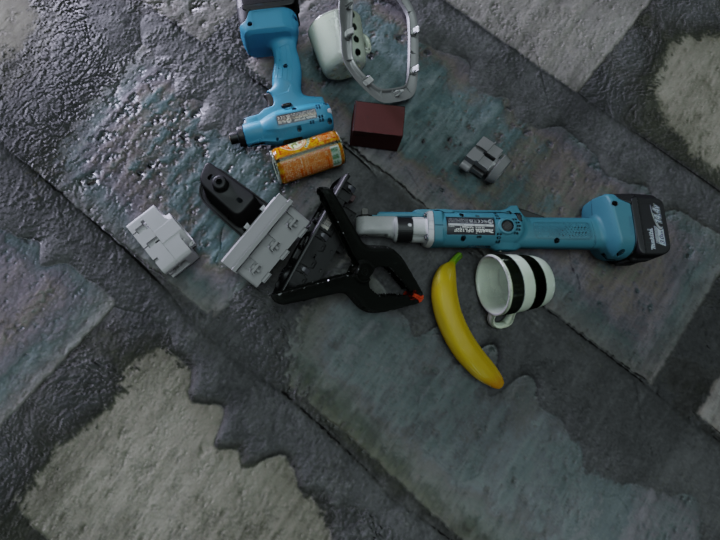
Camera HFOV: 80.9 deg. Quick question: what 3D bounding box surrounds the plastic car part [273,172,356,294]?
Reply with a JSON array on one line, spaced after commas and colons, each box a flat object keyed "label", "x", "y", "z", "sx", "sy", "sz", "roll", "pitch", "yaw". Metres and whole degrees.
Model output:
[{"label": "plastic car part", "x": -0.060, "y": -0.039, "z": 0.610, "sx": 0.064, "sy": 0.069, "sz": 0.203, "roll": 37, "pitch": 77, "yaw": -22}]

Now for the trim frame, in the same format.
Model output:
[{"label": "trim frame", "x": 0.032, "y": -0.375, "z": 0.654, "sx": 0.175, "sy": 0.029, "sz": 0.251, "roll": 13, "pitch": 75, "yaw": -37}]

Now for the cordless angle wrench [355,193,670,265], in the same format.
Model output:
[{"label": "cordless angle wrench", "x": 0.205, "y": -0.060, "z": 0.615, "sx": 0.424, "sy": 0.073, "sz": 0.099, "roll": 1, "pitch": 78, "yaw": 1}]

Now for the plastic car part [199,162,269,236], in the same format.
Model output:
[{"label": "plastic car part", "x": -0.193, "y": -0.112, "z": 0.615, "sx": 0.117, "sy": 0.071, "sz": 0.066, "roll": 39, "pitch": 78, "yaw": 2}]

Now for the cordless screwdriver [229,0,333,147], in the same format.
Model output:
[{"label": "cordless screwdriver", "x": -0.147, "y": -0.314, "z": 0.661, "sx": 0.158, "sy": 0.074, "sz": 0.251, "roll": -14, "pitch": 82, "yaw": -5}]
